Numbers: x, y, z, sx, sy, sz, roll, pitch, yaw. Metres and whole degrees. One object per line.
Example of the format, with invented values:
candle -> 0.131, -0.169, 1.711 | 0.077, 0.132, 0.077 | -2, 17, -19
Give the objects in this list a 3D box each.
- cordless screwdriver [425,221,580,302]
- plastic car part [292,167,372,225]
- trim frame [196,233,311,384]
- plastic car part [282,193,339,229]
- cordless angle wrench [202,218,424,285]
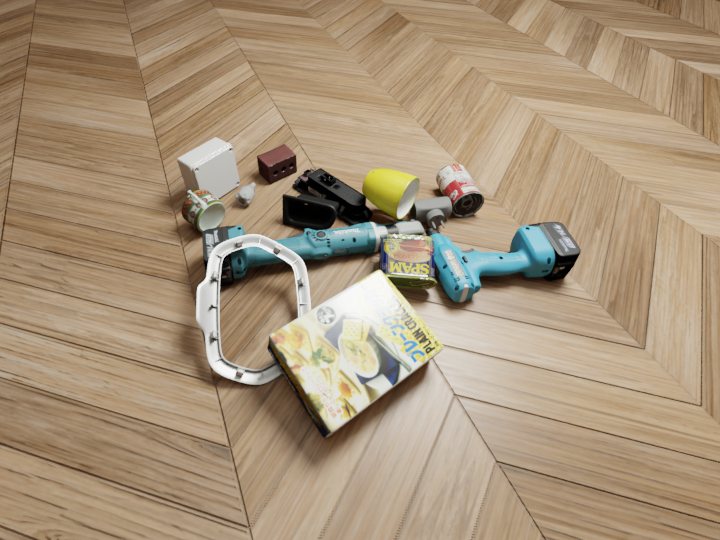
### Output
cordless screwdriver -> 0.254, -0.037, 0.790 | 0.247, 0.072, 0.166 | -12, 51, -6
plastic car part -> -0.055, -0.169, 0.908 | 0.212, 0.065, 0.065 | 39, 51, 25
trim frame -> -0.170, 0.055, 0.685 | 0.180, 0.027, 0.254 | 0, 70, -14
plastic car part -> -0.095, -0.126, 0.868 | 0.120, 0.064, 0.071 | 11, 31, 15
cordless angle wrench -> -0.078, -0.051, 0.802 | 0.416, 0.072, 0.102 | -8, 51, -10
